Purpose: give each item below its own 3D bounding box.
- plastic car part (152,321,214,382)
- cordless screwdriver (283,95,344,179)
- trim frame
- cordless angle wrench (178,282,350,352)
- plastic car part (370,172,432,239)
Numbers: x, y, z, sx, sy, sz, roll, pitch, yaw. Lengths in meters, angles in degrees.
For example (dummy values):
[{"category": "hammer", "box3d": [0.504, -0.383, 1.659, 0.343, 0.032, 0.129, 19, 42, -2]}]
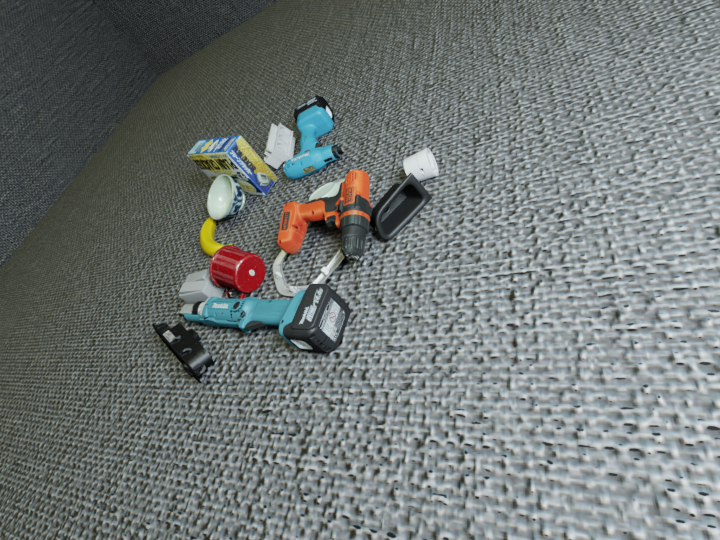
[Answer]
[{"category": "plastic car part", "box3d": [-0.345, 0.154, 0.836, 0.065, 0.064, 0.215, -29, 33, -28]}, {"category": "cordless screwdriver", "box3d": [-0.108, -0.348, 1.083, 0.164, 0.070, 0.255, -17, 50, 25]}, {"category": "trim frame", "box3d": [-0.082, -0.054, 0.837, 0.195, 0.026, 0.248, 22, 68, 45]}, {"category": "cordless angle wrench", "box3d": [-0.215, 0.081, 0.792, 0.443, 0.070, 0.099, -2, 53, 39]}, {"category": "plastic car part", "box3d": [0.058, -0.116, 0.767, 0.116, 0.063, 0.074, -46, 25, -1]}]
